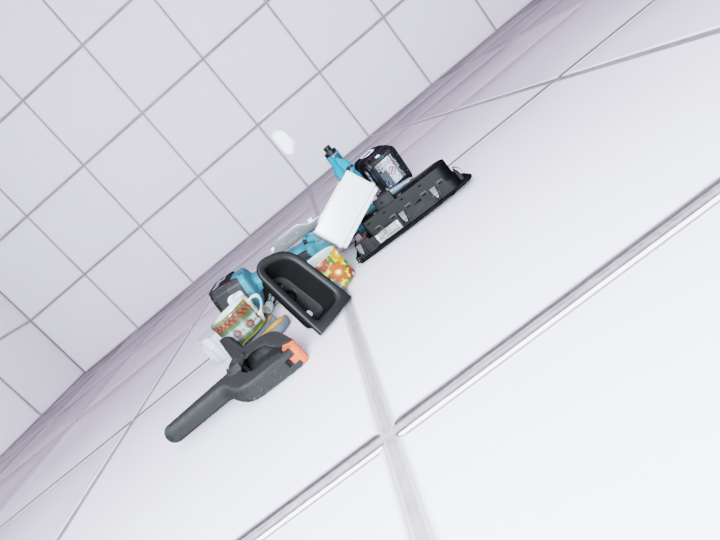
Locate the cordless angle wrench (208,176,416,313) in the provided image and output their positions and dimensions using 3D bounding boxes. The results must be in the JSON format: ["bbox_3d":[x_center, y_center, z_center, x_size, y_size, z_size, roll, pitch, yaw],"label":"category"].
[{"bbox_3d":[-0.075,-0.049,0.766,0.424,0.073,0.100,-32,15,3],"label":"cordless angle wrench"}]

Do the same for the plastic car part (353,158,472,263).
[{"bbox_3d":[0.065,-0.095,0.627,0.205,0.066,0.066,-32,8,16],"label":"plastic car part"}]

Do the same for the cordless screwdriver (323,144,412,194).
[{"bbox_3d":[0.000,-0.226,0.931,0.074,0.155,0.257,-42,17,-11],"label":"cordless screwdriver"}]

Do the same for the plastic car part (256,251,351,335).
[{"bbox_3d":[-0.082,0.031,0.550,0.065,0.119,0.070,-47,-10,-30],"label":"plastic car part"}]

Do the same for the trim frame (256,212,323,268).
[{"bbox_3d":[-0.110,-0.066,0.871,0.251,0.028,0.179,-34,-7,17],"label":"trim frame"}]
